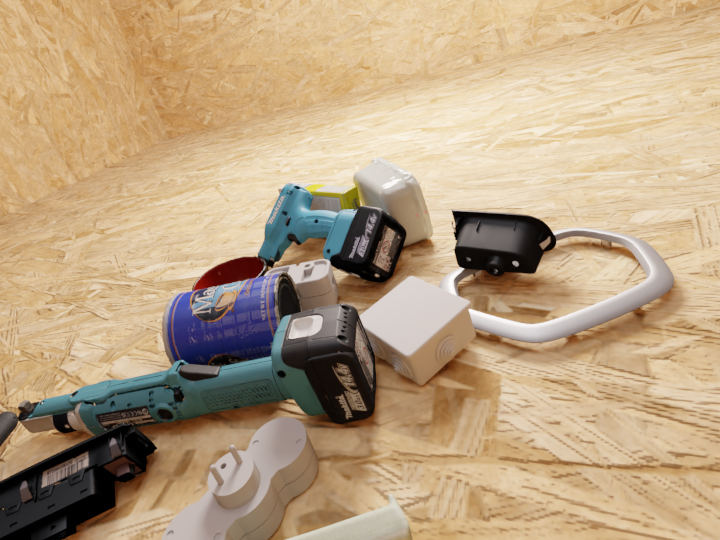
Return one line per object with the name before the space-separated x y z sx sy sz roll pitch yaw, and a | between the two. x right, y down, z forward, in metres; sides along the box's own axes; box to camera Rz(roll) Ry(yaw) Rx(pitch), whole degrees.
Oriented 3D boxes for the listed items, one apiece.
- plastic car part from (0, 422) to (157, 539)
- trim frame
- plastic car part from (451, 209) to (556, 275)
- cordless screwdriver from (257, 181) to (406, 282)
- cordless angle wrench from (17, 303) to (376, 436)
plastic car part | -0.292 0.216 0.383 0.201 0.064 0.070 -21 54 -8
trim frame | 0.214 0.009 0.487 0.247 0.026 0.193 -23 30 -6
plastic car part | 0.161 -0.026 0.506 0.123 0.063 0.071 11 53 36
cordless screwdriver | -0.064 -0.042 0.654 0.263 0.070 0.159 21 85 41
cordless angle wrench | -0.197 0.131 0.452 0.431 0.094 0.075 -14 27 15
